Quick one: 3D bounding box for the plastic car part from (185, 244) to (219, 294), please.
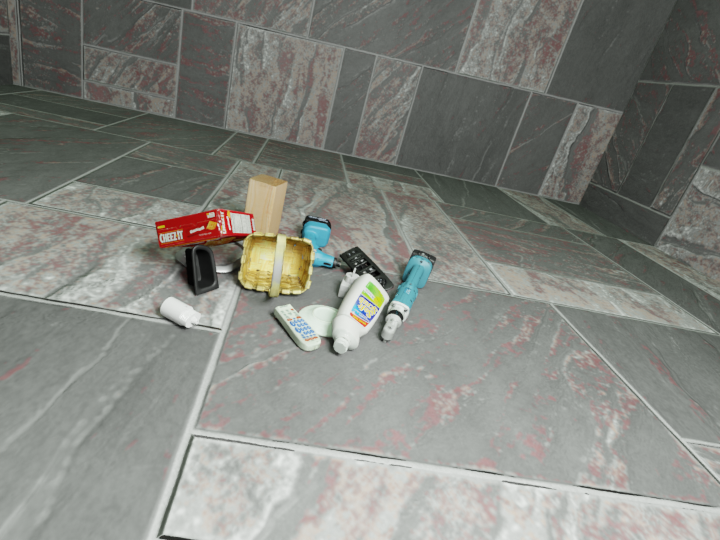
[{"bbox_3d":[-0.392,-0.008,1.017,0.074,0.115,0.063,2,13,39],"label":"plastic car part"}]

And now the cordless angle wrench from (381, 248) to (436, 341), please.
[{"bbox_3d":[0.125,0.062,1.139,0.076,0.096,0.419,22,29,9],"label":"cordless angle wrench"}]

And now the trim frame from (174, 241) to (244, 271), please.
[{"bbox_3d":[-0.404,-0.050,1.185,0.188,0.027,0.247,18,27,8],"label":"trim frame"}]

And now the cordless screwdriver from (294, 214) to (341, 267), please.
[{"bbox_3d":[-0.131,-0.086,1.342,0.159,0.073,0.253,13,29,-2],"label":"cordless screwdriver"}]

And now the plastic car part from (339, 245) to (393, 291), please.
[{"bbox_3d":[0.017,0.012,1.210,0.065,0.065,0.215,-21,39,-23],"label":"plastic car part"}]
